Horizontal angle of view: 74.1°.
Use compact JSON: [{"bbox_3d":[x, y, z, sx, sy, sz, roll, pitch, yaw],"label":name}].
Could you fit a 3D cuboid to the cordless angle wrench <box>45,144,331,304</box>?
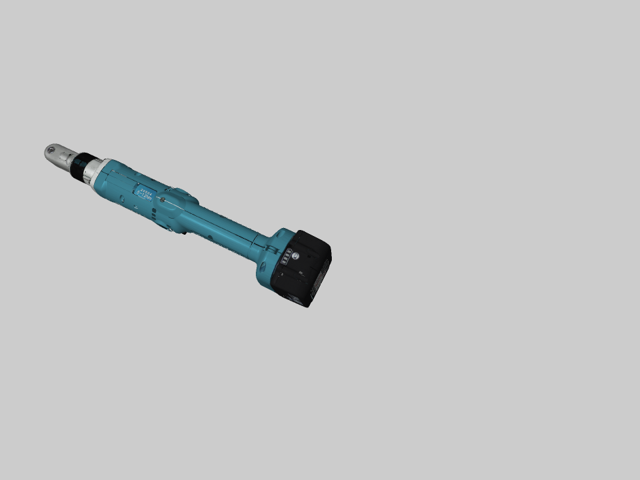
[{"bbox_3d":[-0.190,-0.038,0.557,0.423,0.074,0.098,25,-14,10],"label":"cordless angle wrench"}]
